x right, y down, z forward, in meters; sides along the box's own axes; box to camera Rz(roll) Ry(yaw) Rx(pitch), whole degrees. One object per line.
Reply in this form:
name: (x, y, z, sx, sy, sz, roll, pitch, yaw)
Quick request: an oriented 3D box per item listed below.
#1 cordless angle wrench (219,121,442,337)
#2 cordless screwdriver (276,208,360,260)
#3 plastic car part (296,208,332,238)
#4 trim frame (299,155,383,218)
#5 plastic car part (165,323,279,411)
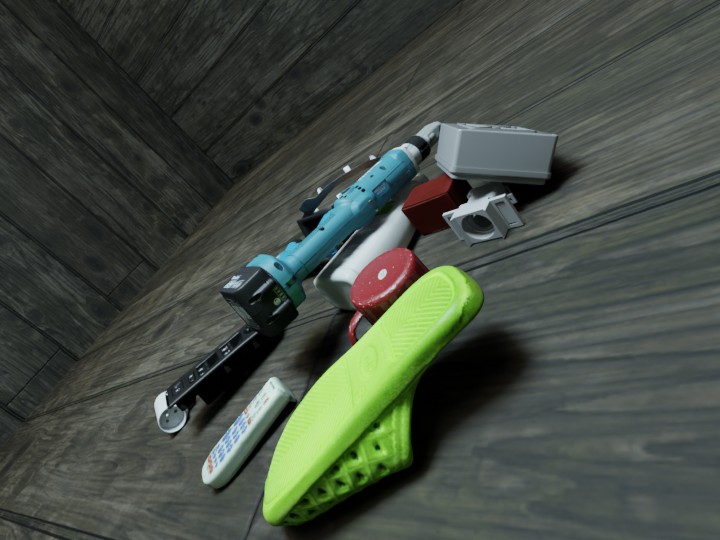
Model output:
cordless angle wrench: (-0.007, -0.088, 0.588, 0.419, 0.072, 0.102, -46, 20, -23)
cordless screwdriver: (-0.076, -0.050, 0.776, 0.255, 0.072, 0.161, -30, 26, 36)
plastic car part: (-0.062, -0.100, 0.859, 0.121, 0.064, 0.070, -14, 21, 44)
trim frame: (-0.040, -0.167, 0.862, 0.181, 0.027, 0.253, -33, 3, -23)
plastic car part: (-0.203, 0.143, 0.656, 0.202, 0.065, 0.068, -45, 14, -15)
